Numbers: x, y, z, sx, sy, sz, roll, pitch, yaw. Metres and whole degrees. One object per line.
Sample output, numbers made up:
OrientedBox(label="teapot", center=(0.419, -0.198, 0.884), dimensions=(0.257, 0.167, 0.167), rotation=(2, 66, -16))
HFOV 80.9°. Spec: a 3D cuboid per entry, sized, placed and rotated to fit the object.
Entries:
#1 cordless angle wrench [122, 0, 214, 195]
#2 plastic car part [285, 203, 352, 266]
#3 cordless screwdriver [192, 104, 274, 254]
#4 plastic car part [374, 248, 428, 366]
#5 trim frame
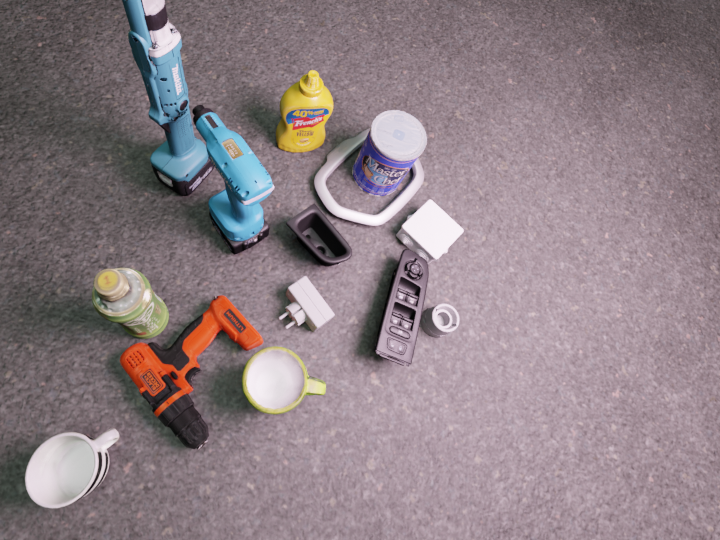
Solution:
OrientedBox(label="cordless angle wrench", center=(-0.274, -0.246, 0.600), dimensions=(0.074, 0.423, 0.098), rotation=(35, 67, -2))
OrientedBox(label="plastic car part", center=(-0.073, -0.048, 0.750), dimensions=(0.065, 0.071, 0.119), rotation=(-37, 81, -22))
OrientedBox(label="cordless screwdriver", center=(-0.204, -0.131, 0.663), dimensions=(0.073, 0.248, 0.162), rotation=(-32, 82, -22))
OrientedBox(label="plastic car part", center=(0.072, 0.061, 0.735), dimensions=(0.066, 0.067, 0.205), rotation=(20, 67, -5))
OrientedBox(label="trim frame", center=(0.020, -0.192, 0.845), dimensions=(0.186, 0.027, 0.246), rotation=(40, 68, 6))
